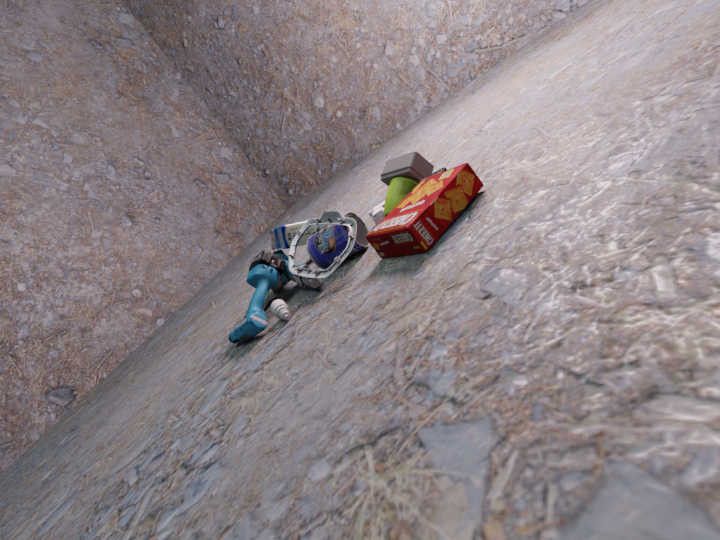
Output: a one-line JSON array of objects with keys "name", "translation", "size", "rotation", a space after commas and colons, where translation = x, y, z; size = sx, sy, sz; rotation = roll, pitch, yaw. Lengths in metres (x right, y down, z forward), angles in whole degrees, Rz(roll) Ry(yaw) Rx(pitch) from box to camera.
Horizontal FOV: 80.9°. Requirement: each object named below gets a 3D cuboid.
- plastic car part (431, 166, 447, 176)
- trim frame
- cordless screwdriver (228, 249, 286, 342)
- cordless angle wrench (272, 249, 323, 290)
[{"name": "plastic car part", "translation": [0.167, -0.214, 1.097], "size": [0.210, 0.066, 0.065], "rotation": [-14, 19, 50]}, {"name": "trim frame", "translation": [-0.104, -0.068, 1.066], "size": [0.261, 0.026, 0.185], "rotation": [7, 68, 50]}, {"name": "cordless screwdriver", "translation": [-0.290, 0.076, 1.156], "size": [0.162, 0.071, 0.254], "rotation": [-35, 36, 40]}, {"name": "cordless angle wrench", "translation": [-0.193, 0.004, 1.227], "size": [0.074, 0.095, 0.439], "rotation": [-38, 19, -15]}]
